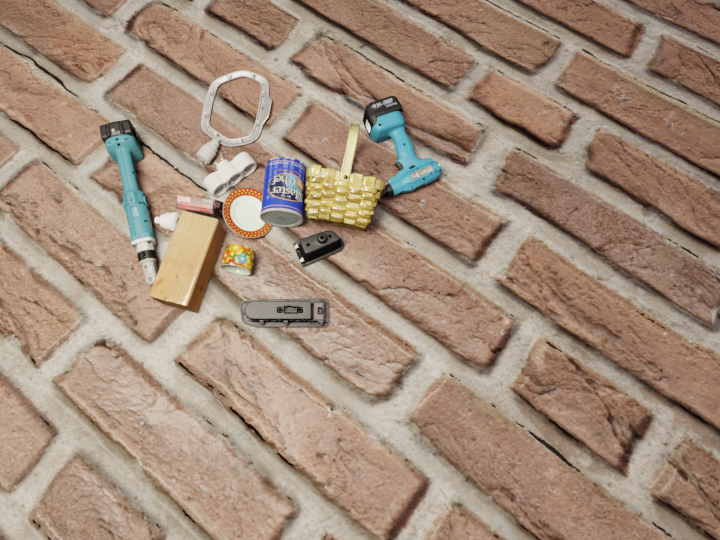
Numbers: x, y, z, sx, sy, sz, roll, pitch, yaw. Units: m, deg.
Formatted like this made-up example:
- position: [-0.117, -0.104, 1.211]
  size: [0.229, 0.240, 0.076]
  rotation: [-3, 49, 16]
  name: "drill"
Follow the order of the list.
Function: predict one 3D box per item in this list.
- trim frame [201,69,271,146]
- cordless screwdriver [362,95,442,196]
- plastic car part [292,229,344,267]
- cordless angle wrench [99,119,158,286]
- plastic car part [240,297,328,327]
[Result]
- position: [-0.335, -0.446, 1.150]
  size: [0.185, 0.027, 0.252]
  rotation: [6, 70, 1]
  name: "trim frame"
- position: [0.079, -0.311, 1.078]
  size: [0.158, 0.073, 0.254]
  rotation: [-26, 77, -8]
  name: "cordless screwdriver"
- position: [-0.097, -0.064, 0.995]
  size: [0.116, 0.069, 0.067]
  rotation: [-22, 76, -5]
  name: "plastic car part"
- position: [-0.545, -0.163, 1.024]
  size: [0.073, 0.097, 0.432]
  rotation: [-16, 75, -11]
  name: "cordless angle wrench"
- position: [-0.174, 0.094, 0.949]
  size: [0.204, 0.066, 0.067]
  rotation: [-1, 80, 2]
  name: "plastic car part"
